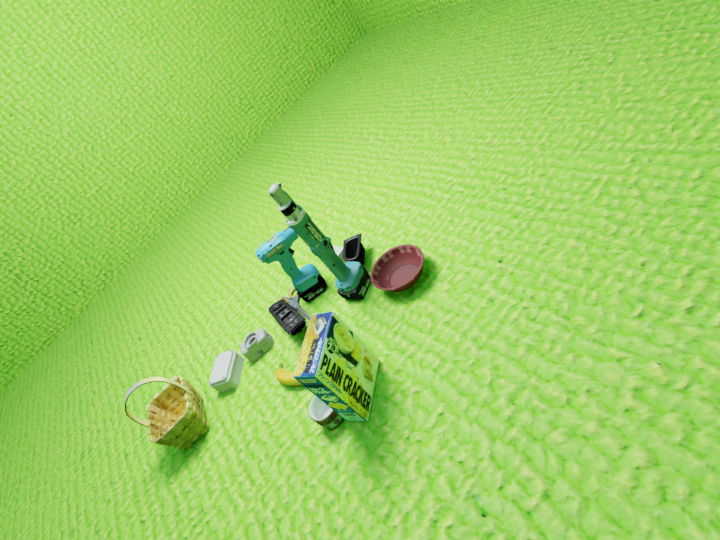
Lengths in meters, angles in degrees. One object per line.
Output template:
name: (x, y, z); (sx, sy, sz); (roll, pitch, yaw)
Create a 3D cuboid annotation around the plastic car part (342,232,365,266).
plastic car part: (-0.013, -0.049, 1.322); (0.067, 0.067, 0.120); (-24, 38, 22)

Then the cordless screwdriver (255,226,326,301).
cordless screwdriver: (-0.191, -0.026, 1.315); (0.159, 0.236, 0.078); (-37, 33, 4)

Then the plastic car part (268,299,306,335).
plastic car part: (-0.222, 0.147, 1.309); (0.066, 0.064, 0.214); (-47, 36, -10)

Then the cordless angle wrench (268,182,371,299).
cordless angle wrench: (-0.113, -0.074, 1.152); (0.078, 0.402, 0.098); (-3, 48, 43)
